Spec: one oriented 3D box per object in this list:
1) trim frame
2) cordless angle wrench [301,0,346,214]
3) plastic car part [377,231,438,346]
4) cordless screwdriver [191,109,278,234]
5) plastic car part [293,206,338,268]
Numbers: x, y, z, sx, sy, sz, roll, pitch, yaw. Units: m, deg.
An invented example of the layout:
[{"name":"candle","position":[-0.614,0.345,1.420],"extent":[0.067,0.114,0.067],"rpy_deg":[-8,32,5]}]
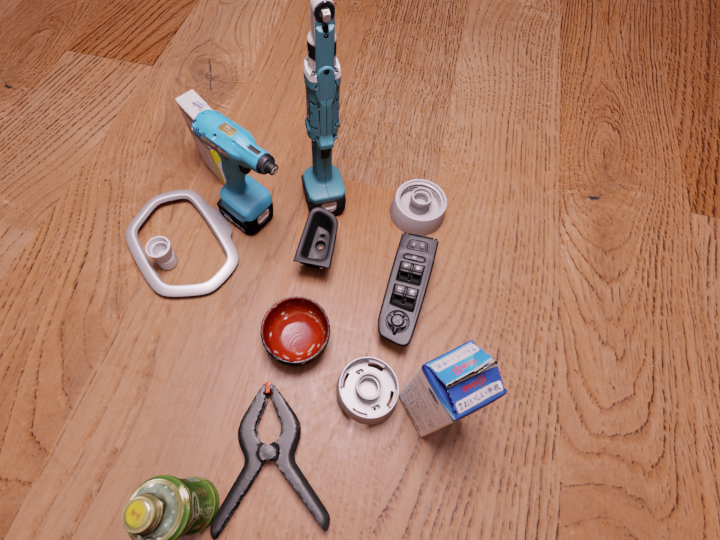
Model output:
[{"name":"trim frame","position":[-0.340,-0.056,0.811],"extent":[0.182,0.027,0.259],"rpy_deg":[-33,66,-16]},{"name":"cordless angle wrench","position":[-0.061,-0.237,0.686],"extent":[0.073,0.413,0.101],"rpy_deg":[-11,65,-10]},{"name":"plastic car part","position":[0.078,0.035,0.733],"extent":[0.067,0.065,0.205],"rpy_deg":[16,63,6]},{"name":"cordless screwdriver","position":[-0.197,-0.151,0.738],"extent":[0.164,0.243,0.074],"rpy_deg":[37,67,15]},{"name":"plastic car part","position":[-0.076,-0.050,0.779],"extent":[0.067,0.069,0.118],"rpy_deg":[11,62,3]}]
